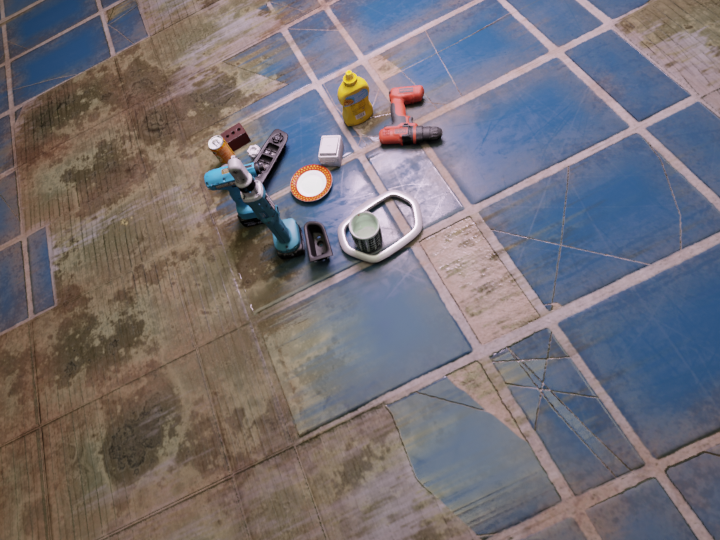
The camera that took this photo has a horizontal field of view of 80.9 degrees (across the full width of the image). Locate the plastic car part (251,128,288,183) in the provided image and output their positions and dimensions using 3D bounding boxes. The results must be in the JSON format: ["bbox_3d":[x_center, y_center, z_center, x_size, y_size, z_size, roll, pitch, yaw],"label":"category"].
[{"bbox_3d":[-0.283,-0.351,1.325,0.069,0.064,0.204,18,73,17],"label":"plastic car part"}]

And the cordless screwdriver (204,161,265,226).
[{"bbox_3d":[-0.308,-0.216,1.179,0.161,0.239,0.076,-12,68,6],"label":"cordless screwdriver"}]

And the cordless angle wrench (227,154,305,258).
[{"bbox_3d":[-0.228,-0.144,1.037,0.075,0.407,0.101,-13,68,4],"label":"cordless angle wrench"}]

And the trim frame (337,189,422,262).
[{"bbox_3d":[0.054,-0.126,1.171,0.248,0.026,0.192,-37,65,-3],"label":"trim frame"}]

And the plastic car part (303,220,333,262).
[{"bbox_3d":[-0.114,-0.075,1.168,0.066,0.068,0.120,-17,66,5],"label":"plastic car part"}]
